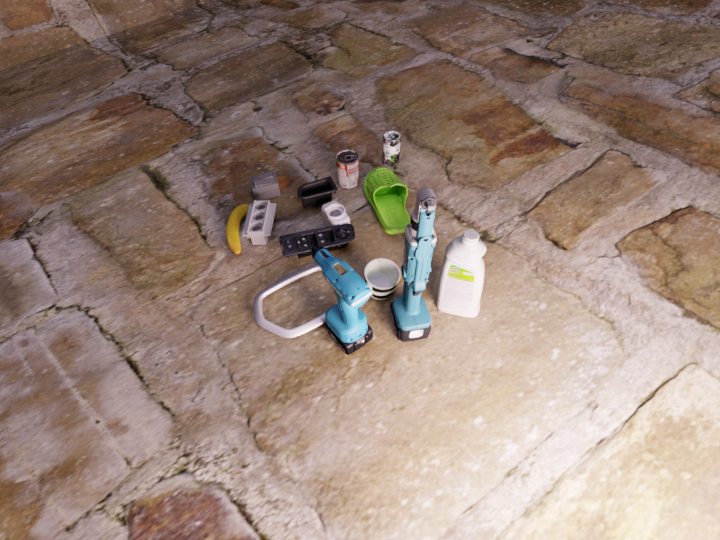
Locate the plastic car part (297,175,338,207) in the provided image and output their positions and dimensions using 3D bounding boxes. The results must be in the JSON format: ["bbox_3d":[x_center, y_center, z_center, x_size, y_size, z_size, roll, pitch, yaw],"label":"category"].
[{"bbox_3d":[-0.129,-0.220,1.246,0.115,0.068,0.069,-20,53,-10],"label":"plastic car part"}]

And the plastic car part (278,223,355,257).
[{"bbox_3d":[-0.110,-0.072,1.128,0.201,0.064,0.069,-15,52,-6],"label":"plastic car part"}]

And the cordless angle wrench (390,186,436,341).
[{"bbox_3d":[0.109,0.000,0.824,0.074,0.408,0.102,-9,52,-5],"label":"cordless angle wrench"}]

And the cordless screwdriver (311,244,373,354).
[{"bbox_3d":[-0.044,0.063,0.900,0.073,0.240,0.168,-31,56,-20],"label":"cordless screwdriver"}]

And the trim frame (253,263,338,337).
[{"bbox_3d":[-0.145,0.069,1.044,0.245,0.026,0.194,-29,54,-16],"label":"trim frame"}]
